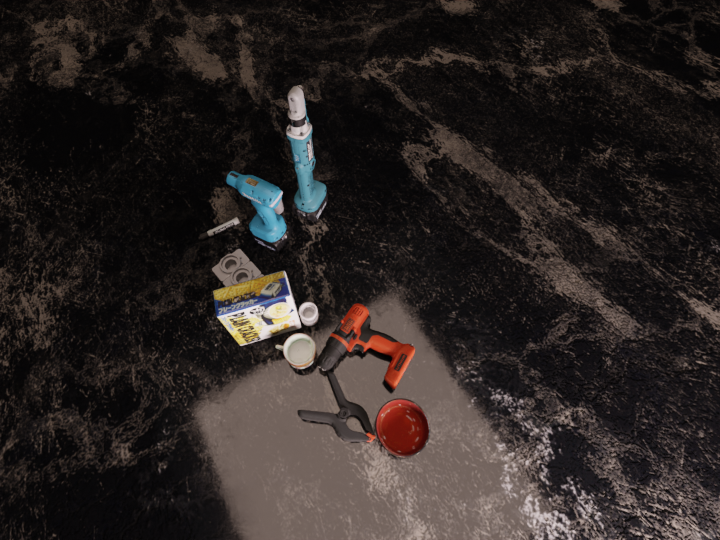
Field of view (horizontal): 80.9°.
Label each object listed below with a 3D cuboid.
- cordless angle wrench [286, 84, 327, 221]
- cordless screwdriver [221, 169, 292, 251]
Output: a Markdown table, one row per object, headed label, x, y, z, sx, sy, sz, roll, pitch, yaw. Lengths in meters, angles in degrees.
| label | x | y | z | sx | sy | sz | roll | pitch | yaw |
| --- | --- | --- | --- | --- | --- | --- | --- | --- | --- |
| cordless angle wrench | -0.139 | -0.271 | 1.037 | 0.076 | 0.411 | 0.098 | 23 | 65 | 10 |
| cordless screwdriver | -0.262 | -0.155 | 1.079 | 0.164 | 0.241 | 0.074 | 27 | 66 | 14 |
